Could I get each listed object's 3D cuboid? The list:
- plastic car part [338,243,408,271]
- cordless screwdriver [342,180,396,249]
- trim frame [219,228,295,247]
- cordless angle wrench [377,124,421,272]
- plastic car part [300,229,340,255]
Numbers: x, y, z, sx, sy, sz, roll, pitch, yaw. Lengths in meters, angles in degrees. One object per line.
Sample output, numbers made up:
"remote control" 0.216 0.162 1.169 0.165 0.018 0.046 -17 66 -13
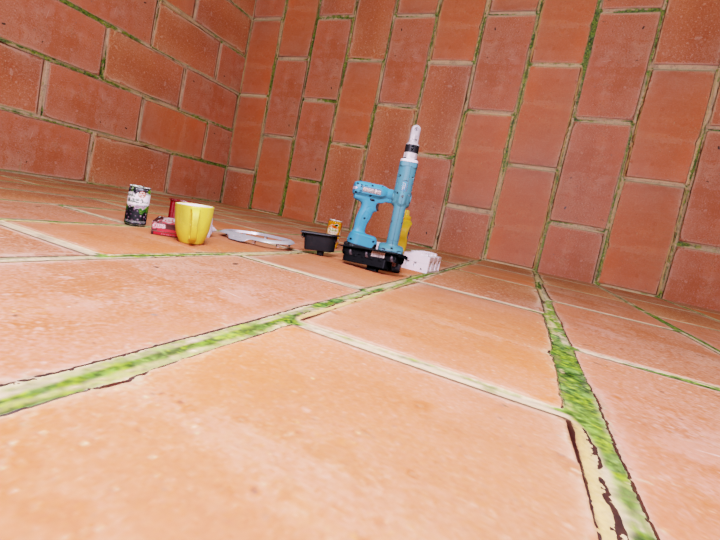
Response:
"plastic car part" 0.025 -0.035 1.154 0.214 0.067 0.063 17 8 38
"cordless screwdriver" 0.035 -0.152 1.354 0.157 0.248 0.076 11 5 -8
"trim frame" -0.312 -0.098 1.280 0.261 0.027 0.176 16 9 31
"cordless angle wrench" 0.118 -0.207 1.218 0.075 0.421 0.097 12 5 3
"plastic car part" -0.124 -0.081 1.264 0.117 0.070 0.066 12 6 4
